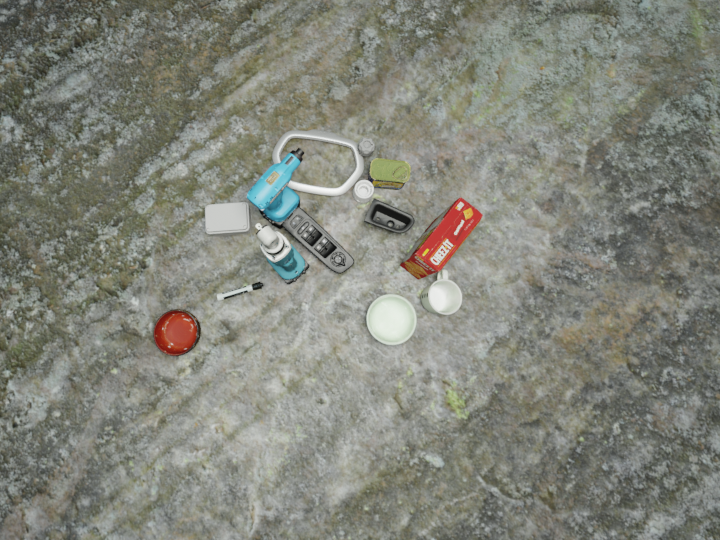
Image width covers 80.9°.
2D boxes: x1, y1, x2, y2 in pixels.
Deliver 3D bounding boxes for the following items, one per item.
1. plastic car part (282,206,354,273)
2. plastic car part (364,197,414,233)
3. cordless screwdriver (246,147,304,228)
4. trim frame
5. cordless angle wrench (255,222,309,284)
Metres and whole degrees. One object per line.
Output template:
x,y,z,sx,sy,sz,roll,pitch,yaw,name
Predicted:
-0.106,-0.069,1.082,0.206,0.066,0.066,42,83,6,plastic car part
0.073,-0.128,1.086,0.117,0.070,0.066,23,83,3,plastic car part
-0.187,-0.192,1.012,0.075,0.247,0.159,40,83,1,cordless screwdriver
-0.114,-0.294,1.138,0.249,0.027,0.185,9,81,2,trim frame
-0.170,-0.037,0.899,0.074,0.421,0.099,-41,88,-7,cordless angle wrench
